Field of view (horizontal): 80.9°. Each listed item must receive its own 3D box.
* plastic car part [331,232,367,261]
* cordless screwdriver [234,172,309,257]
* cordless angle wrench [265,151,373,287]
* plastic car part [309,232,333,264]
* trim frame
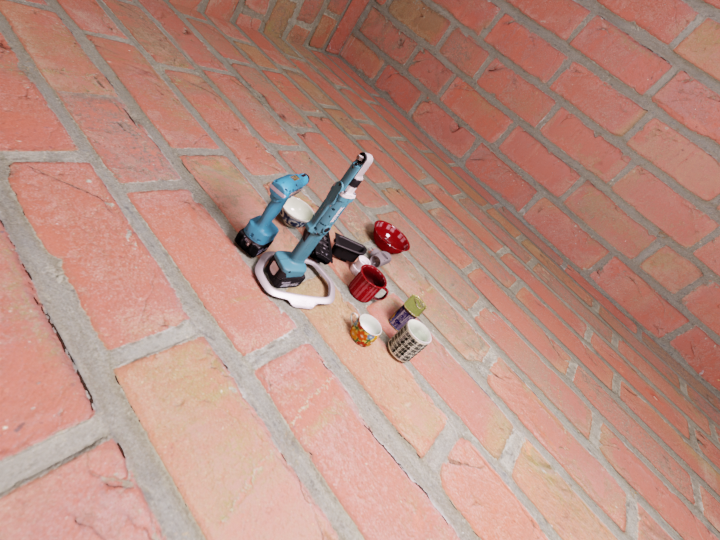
[{"bbox_3d":[-0.045,-0.061,1.350,0.112,0.071,0.068,25,34,-20],"label":"plastic car part"},{"bbox_3d":[-0.228,-0.156,1.126,0.075,0.250,0.157,41,32,1],"label":"cordless screwdriver"},{"bbox_3d":[-0.097,-0.117,1.035,0.093,0.425,0.078,0,50,-47],"label":"cordless angle wrench"},{"bbox_3d":[-0.127,-0.083,1.303,0.064,0.067,0.210,24,34,-23],"label":"plastic car part"},{"bbox_3d":[-0.175,0.024,1.154,0.236,0.027,0.193,12,39,-34],"label":"trim frame"}]
